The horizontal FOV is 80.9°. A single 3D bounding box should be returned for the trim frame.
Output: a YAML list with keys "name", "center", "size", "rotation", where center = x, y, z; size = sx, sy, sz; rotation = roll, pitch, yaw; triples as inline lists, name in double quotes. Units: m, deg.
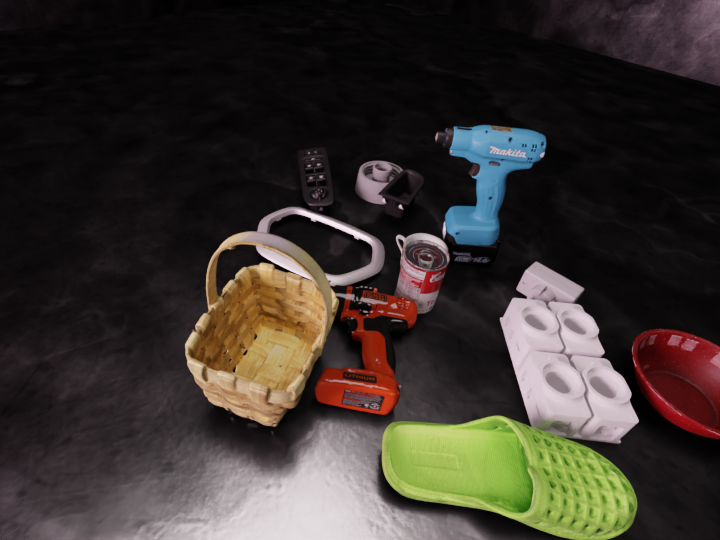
- name: "trim frame"
  center: [-0.076, -0.049, 0.774]
  size: [0.257, 0.027, 0.183]
  rotation: [21, 45, 18]

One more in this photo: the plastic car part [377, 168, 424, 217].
- name: "plastic car part"
  center: [0.087, -0.149, 0.864]
  size: [0.068, 0.069, 0.115]
  rotation: [24, 45, 19]

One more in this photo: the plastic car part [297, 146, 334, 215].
- name: "plastic car part"
  center: [-0.095, -0.185, 0.894]
  size: [0.065, 0.065, 0.211]
  rotation: [-3, 42, -10]

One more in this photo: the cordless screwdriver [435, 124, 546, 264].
- name: "cordless screwdriver"
  center: [0.186, -0.127, 0.717]
  size: [0.160, 0.242, 0.076]
  rotation: [9, 42, 2]
